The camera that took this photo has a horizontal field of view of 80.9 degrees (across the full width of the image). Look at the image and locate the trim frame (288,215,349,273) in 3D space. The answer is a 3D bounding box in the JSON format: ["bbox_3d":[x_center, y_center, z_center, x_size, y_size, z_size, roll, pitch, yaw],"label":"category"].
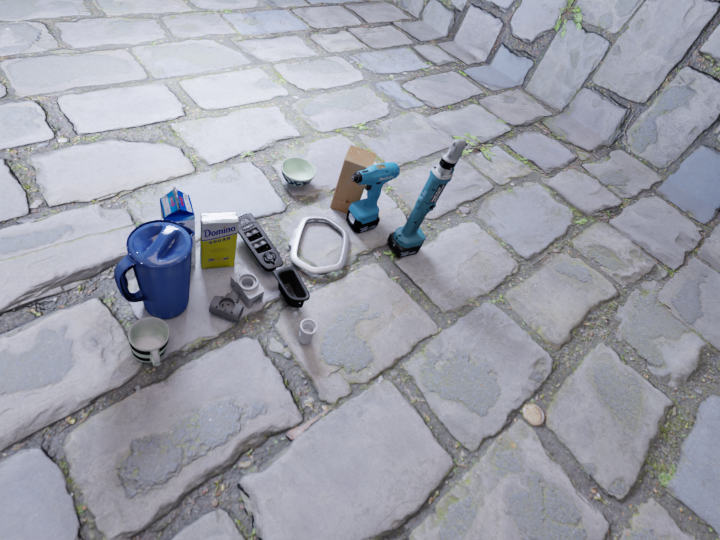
[{"bbox_3d":[-0.126,-0.083,1.291,0.183,0.027,0.254,13,48,-4],"label":"trim frame"}]

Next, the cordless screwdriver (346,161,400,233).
[{"bbox_3d":[0.014,-0.222,1.303,0.154,0.245,0.078,-17,60,-30],"label":"cordless screwdriver"}]

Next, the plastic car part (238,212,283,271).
[{"bbox_3d":[-0.295,-0.071,1.209,0.064,0.066,0.212,-24,60,-33],"label":"plastic car part"}]

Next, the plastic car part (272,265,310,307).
[{"bbox_3d":[-0.185,0.055,1.127,0.064,0.070,0.122,-16,57,-29],"label":"plastic car part"}]

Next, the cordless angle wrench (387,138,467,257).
[{"bbox_3d":[0.192,-0.200,1.217,0.095,0.417,0.078,-10,56,-27],"label":"cordless angle wrench"}]
